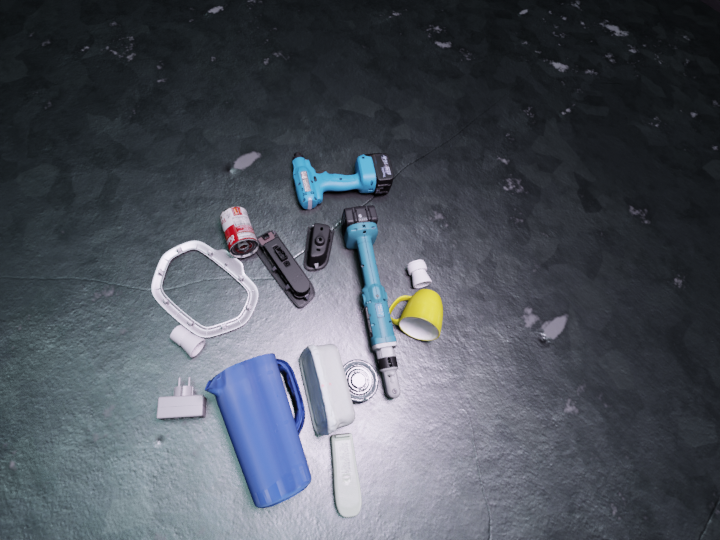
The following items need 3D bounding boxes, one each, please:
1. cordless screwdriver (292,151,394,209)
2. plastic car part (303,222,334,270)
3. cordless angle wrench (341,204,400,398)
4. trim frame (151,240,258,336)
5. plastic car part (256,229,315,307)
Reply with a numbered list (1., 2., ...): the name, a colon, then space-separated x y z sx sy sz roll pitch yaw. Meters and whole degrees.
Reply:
1. cordless screwdriver: -0.050 -0.251 1.084 0.246 0.073 0.164 -12 67 -8
2. plastic car part: -0.096 -0.063 0.987 0.066 0.070 0.119 9 61 -4
3. cordless angle wrench: 0.030 0.060 0.934 0.073 0.096 0.434 -7 69 -10
4. trim frame: -0.344 0.034 0.935 0.255 0.027 0.183 36 65 13
5. plastic car part: -0.169 -0.013 0.962 0.065 0.067 0.208 -28 73 -27
